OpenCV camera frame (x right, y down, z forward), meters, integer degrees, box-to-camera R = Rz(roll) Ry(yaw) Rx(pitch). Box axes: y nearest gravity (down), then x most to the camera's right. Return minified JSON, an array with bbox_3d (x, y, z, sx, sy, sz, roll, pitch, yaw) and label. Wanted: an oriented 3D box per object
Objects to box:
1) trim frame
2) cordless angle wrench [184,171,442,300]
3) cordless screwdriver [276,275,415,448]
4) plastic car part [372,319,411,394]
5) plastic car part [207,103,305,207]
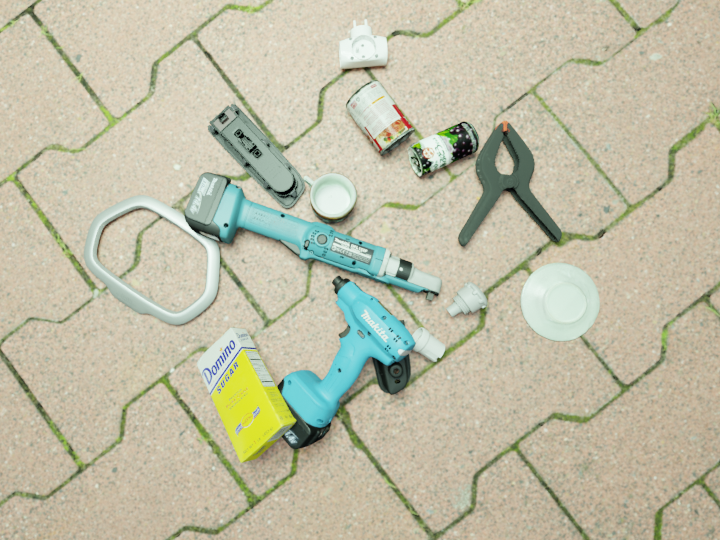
[{"bbox_3d":[-0.352,-0.018,0.718,0.249,0.027,0.184,32,88,1],"label":"trim frame"},{"bbox_3d":[-0.067,-0.044,0.688,0.422,0.074,0.098,19,78,-1],"label":"cordless angle wrench"},{"bbox_3d":[-0.052,0.140,0.659,0.249,0.071,0.166,-49,65,9],"label":"cordless screwdriver"},{"bbox_3d":[0.052,0.145,0.678,0.066,0.070,0.117,-10,86,1],"label":"plastic car part"},{"bbox_3d":[-0.170,-0.195,0.703,0.066,0.067,0.203,-43,91,-8],"label":"plastic car part"}]
